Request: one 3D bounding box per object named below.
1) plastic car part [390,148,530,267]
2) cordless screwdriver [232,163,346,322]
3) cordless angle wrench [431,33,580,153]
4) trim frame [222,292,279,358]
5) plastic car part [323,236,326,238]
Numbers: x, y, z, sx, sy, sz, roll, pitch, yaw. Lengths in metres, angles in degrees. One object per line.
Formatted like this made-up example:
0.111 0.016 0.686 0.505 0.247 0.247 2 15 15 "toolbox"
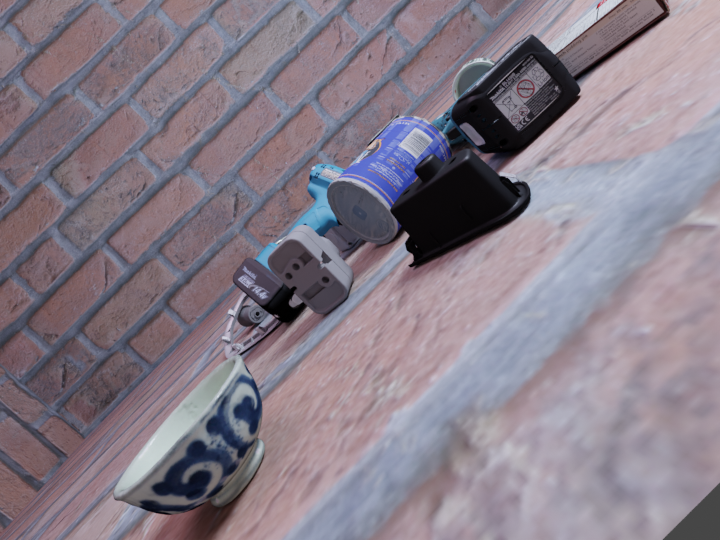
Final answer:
0.070 -0.061 0.350 0.119 0.070 0.066 -35 15 53 "plastic car part"
-0.061 -0.040 0.622 0.248 0.168 0.070 -56 -31 -12 "cordless screwdriver"
0.143 -0.208 0.599 0.098 0.073 0.427 -43 10 6 "cordless angle wrench"
-0.180 0.055 0.750 0.253 0.026 0.189 -36 34 37 "trim frame"
-0.022 -0.138 0.905 0.207 0.066 0.066 -35 4 39 "plastic car part"
